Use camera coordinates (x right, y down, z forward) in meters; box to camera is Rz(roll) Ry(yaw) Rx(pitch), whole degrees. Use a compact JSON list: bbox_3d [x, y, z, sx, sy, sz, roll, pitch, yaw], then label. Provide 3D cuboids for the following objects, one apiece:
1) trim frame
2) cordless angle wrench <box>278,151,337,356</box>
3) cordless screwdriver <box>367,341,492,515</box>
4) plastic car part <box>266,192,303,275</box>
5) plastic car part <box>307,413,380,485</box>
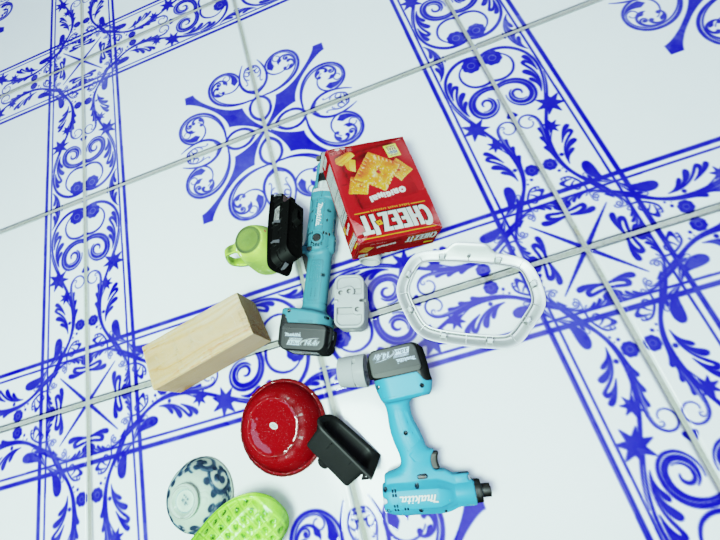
[{"bbox_3d":[0.188,0.040,0.743,0.256,0.026,0.187,3,71,18],"label":"trim frame"},{"bbox_3d":[-0.081,-0.053,0.828,0.100,0.071,0.430,-1,68,14],"label":"cordless angle wrench"},{"bbox_3d":[0.099,0.242,0.669,0.162,0.071,0.254,-12,72,10],"label":"cordless screwdriver"},{"bbox_3d":[-0.138,-0.076,0.809,0.069,0.063,0.209,-25,44,24],"label":"plastic car part"},{"bbox_3d":[-0.037,0.296,0.686,0.119,0.064,0.071,36,104,11],"label":"plastic car part"}]
